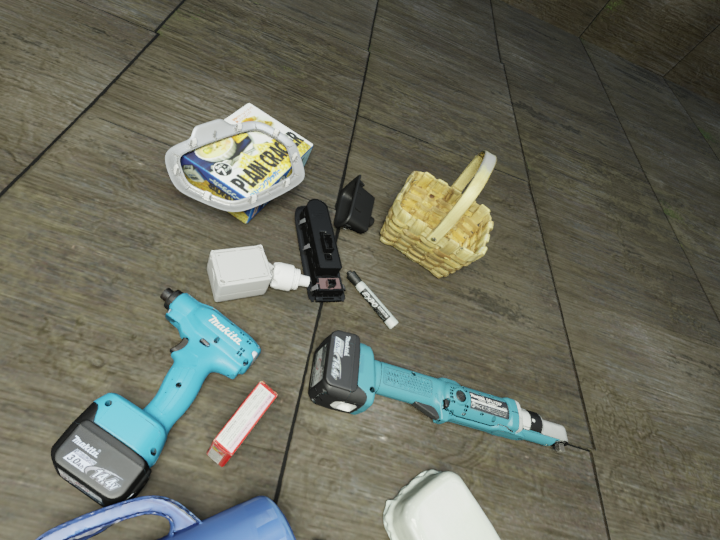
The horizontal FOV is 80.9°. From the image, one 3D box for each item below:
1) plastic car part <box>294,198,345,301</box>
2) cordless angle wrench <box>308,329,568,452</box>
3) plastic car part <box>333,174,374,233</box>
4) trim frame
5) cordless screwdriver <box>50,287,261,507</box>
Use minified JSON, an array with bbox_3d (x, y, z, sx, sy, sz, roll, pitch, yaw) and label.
[{"bbox_3d":[-0.072,-0.047,0.734,0.064,0.066,0.211,-4,55,-19],"label":"plastic car part"},{"bbox_3d":[0.133,0.197,0.633,0.413,0.074,0.100,19,51,-12],"label":"cordless angle wrench"},{"bbox_3d":[-0.005,-0.114,0.816,0.068,0.067,0.119,26,51,-24],"label":"plastic car part"},{"bbox_3d":[-0.203,-0.186,0.714,0.189,0.027,0.243,44,53,14],"label":"trim frame"},{"bbox_3d":[-0.253,0.135,0.515,0.161,0.074,0.247,35,46,4],"label":"cordless screwdriver"}]
